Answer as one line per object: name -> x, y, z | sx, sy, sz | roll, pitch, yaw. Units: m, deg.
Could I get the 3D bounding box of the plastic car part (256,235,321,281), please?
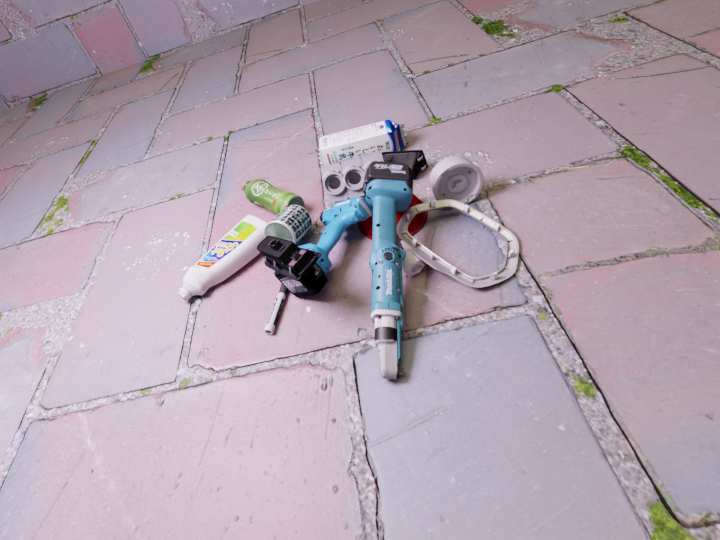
plastic car part -> -0.155, -0.032, 0.823 | 0.066, 0.064, 0.212 | -56, 26, -11

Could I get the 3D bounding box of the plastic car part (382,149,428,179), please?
plastic car part -> 0.099, -0.256, 1.056 | 0.121, 0.062, 0.072 | 4, 63, 27

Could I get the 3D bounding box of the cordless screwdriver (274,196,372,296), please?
cordless screwdriver -> -0.090, -0.059, 0.918 | 0.166, 0.071, 0.248 | -6, 42, 51

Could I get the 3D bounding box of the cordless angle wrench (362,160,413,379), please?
cordless angle wrench -> 0.050, -0.015, 0.786 | 0.098, 0.073, 0.433 | 3, 62, -2

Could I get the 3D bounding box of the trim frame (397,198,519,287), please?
trim frame -> 0.189, -0.063, 0.833 | 0.182, 0.026, 0.262 | -37, 57, -19
